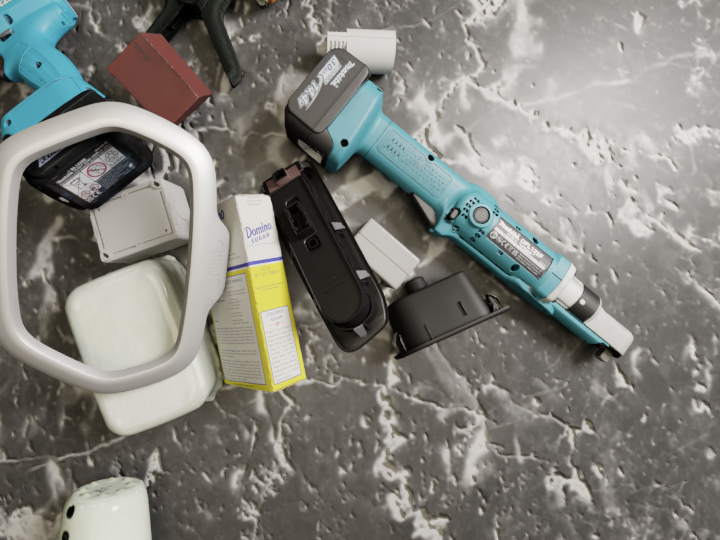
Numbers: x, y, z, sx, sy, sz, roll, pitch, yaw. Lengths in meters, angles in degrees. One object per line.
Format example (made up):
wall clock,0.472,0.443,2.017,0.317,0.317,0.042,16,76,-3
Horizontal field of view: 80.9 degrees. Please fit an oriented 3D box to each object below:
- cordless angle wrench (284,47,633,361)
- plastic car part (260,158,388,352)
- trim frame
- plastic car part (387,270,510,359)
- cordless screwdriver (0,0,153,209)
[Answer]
cordless angle wrench,0.110,-0.053,0.435,0.422,0.074,0.098,39,86,-1
plastic car part,-0.039,-0.025,0.397,0.066,0.065,0.210,-28,70,0
trim frame,-0.204,-0.010,0.351,0.179,0.028,0.246,5,101,-16
plastic car part,0.077,0.038,0.436,0.116,0.064,0.073,-21,74,0
cordless screwdriver,-0.320,-0.165,0.408,0.159,0.072,0.257,-36,71,-3
